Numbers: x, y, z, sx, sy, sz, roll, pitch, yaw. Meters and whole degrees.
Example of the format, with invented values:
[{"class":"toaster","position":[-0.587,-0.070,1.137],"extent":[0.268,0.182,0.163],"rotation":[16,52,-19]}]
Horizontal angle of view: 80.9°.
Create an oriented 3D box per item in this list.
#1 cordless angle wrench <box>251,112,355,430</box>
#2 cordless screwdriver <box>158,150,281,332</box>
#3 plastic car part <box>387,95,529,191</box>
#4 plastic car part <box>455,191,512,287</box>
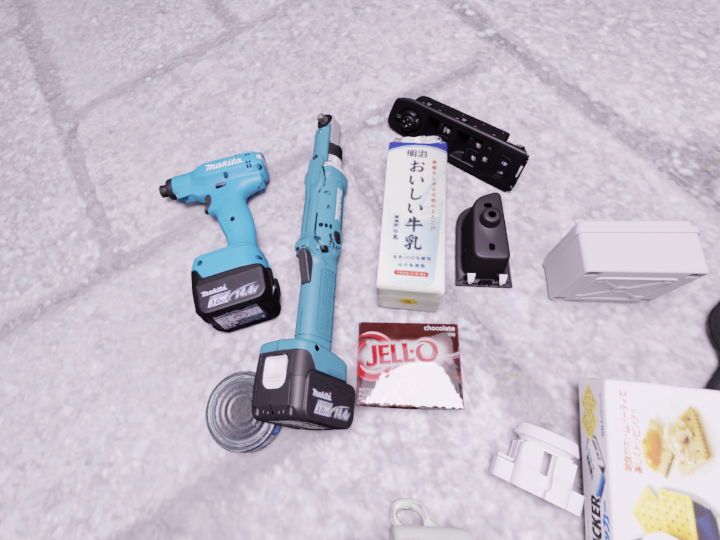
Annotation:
[{"class":"cordless angle wrench","position":[-0.052,-0.034,0.528],"extent":[0.077,0.092,0.433],"rotation":[-17,56,31]},{"class":"cordless screwdriver","position":[-0.192,-0.046,0.563],"extent":[0.160,0.071,0.258],"rotation":[-14,61,2]},{"class":"plastic car part","position":[0.133,-0.191,0.584],"extent":[0.211,0.064,0.066],"rotation":[31,63,20]},{"class":"plastic car part","position":[0.151,-0.044,0.509],"extent":[0.067,0.069,0.119],"rotation":[2,69,5]}]
